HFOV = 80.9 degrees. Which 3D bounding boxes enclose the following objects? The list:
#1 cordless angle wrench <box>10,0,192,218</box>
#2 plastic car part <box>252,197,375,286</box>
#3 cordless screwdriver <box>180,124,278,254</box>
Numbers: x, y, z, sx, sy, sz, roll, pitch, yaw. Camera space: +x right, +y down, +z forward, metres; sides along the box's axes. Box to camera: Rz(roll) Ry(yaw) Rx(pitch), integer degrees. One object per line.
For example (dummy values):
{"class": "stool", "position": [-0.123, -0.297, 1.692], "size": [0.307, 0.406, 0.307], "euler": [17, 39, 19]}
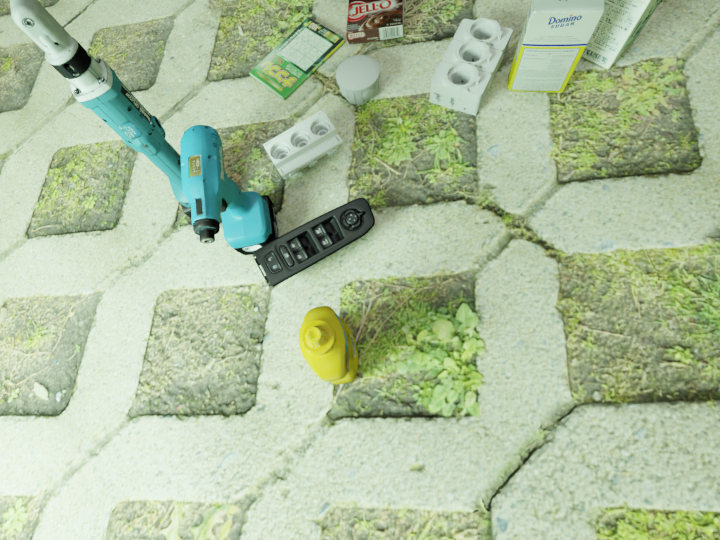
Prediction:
{"class": "cordless angle wrench", "position": [-0.312, -0.200, 0.604], "size": [0.074, 0.409, 0.101], "euler": [-23, 72, -1]}
{"class": "plastic car part", "position": [-0.067, -0.044, 0.686], "size": [0.203, 0.065, 0.069], "euler": [-31, 70, -1]}
{"class": "cordless screwdriver", "position": [-0.189, -0.082, 0.629], "size": [0.075, 0.241, 0.163], "euler": [-12, 71, 3]}
